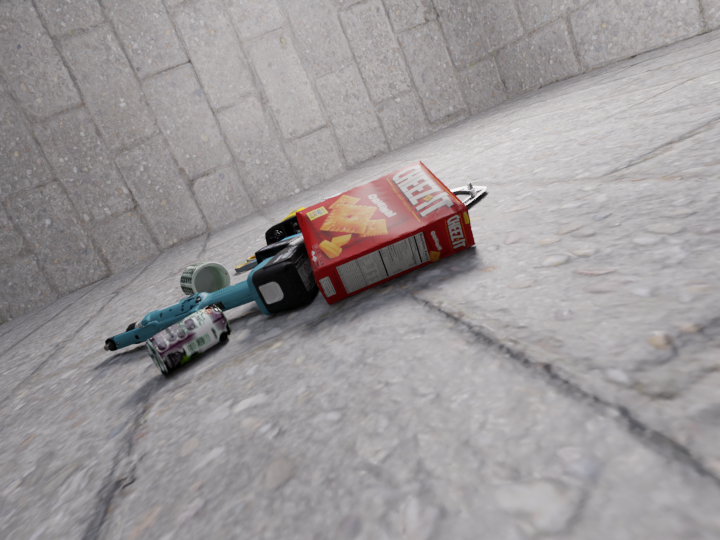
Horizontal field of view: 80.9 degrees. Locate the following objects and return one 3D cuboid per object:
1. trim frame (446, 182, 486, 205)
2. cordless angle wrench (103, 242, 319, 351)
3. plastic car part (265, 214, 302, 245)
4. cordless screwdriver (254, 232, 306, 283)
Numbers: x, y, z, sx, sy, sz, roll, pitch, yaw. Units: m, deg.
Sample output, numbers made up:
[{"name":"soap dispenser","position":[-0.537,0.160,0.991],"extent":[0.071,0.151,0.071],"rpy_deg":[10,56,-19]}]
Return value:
[{"name":"trim frame","position":[0.129,-0.118,0.812],"extent":[0.243,0.027,0.192],"rpy_deg":[-37,20,-34]},{"name":"cordless angle wrench","position":[-0.269,0.067,0.703],"extent":[0.433,0.073,0.098],"rpy_deg":[-19,15,21]},{"name":"plastic car part","position":[-0.162,-0.118,1.138],"extent":[0.203,0.066,0.067],"rpy_deg":[-23,4,0]},{"name":"cordless screwdriver","position":[-0.079,-0.052,0.807],"extent":[0.164,0.073,0.245],"rpy_deg":[-15,14,26]}]
